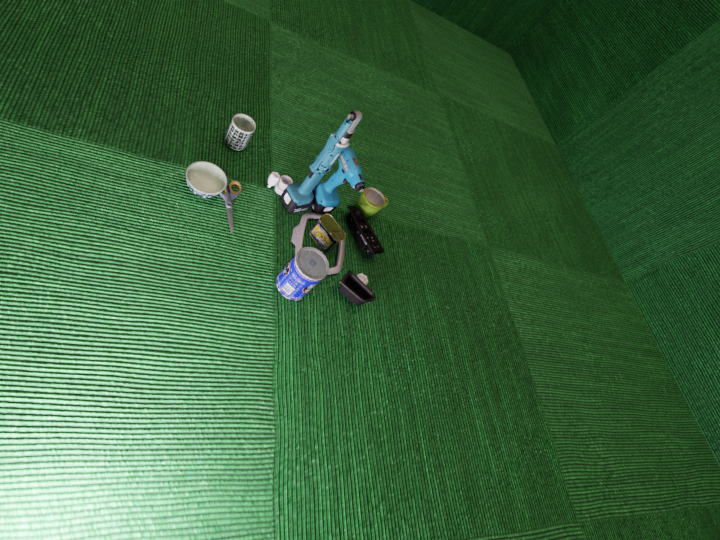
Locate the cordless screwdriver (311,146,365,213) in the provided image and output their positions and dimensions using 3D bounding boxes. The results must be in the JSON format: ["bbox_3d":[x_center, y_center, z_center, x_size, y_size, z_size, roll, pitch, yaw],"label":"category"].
[{"bbox_3d":[-0.075,-0.265,1.375,0.071,0.252,0.164,-3,64,-36],"label":"cordless screwdriver"}]

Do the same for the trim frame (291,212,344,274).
[{"bbox_3d":[-0.134,-0.088,1.368,0.178,0.028,0.255,20,51,-20],"label":"trim frame"}]

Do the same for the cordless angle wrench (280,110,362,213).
[{"bbox_3d":[-0.114,-0.320,1.269,0.094,0.428,0.076,-17,74,-41],"label":"cordless angle wrench"}]

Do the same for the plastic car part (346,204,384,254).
[{"bbox_3d":[0.006,-0.135,1.461,0.063,0.068,0.209,-8,64,-37],"label":"plastic car part"}]

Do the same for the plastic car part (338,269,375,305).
[{"bbox_3d":[-0.021,0.067,1.302,0.117,0.072,0.065,44,47,0],"label":"plastic car part"}]
